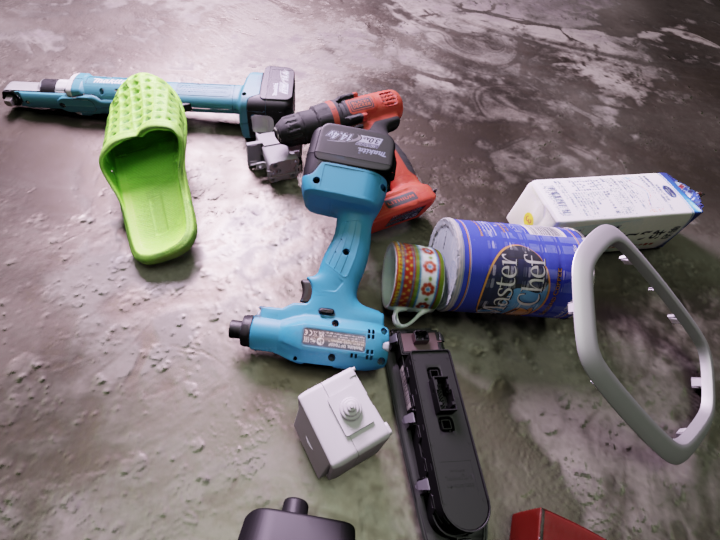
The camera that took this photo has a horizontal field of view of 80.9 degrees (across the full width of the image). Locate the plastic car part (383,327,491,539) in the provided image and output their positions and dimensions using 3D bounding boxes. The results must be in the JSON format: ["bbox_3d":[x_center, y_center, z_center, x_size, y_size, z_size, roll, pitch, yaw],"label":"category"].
[{"bbox_3d":[0.073,0.140,0.386,0.065,0.066,0.210,3,57,-15],"label":"plastic car part"}]

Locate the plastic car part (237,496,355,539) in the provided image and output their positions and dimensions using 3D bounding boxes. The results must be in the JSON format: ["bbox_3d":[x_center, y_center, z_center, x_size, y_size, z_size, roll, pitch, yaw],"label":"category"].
[{"bbox_3d":[-0.049,0.216,0.324,0.118,0.064,0.072,11,39,5],"label":"plastic car part"}]

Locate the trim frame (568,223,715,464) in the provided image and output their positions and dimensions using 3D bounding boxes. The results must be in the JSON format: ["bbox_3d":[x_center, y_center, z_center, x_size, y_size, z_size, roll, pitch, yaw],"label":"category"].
[{"bbox_3d":[0.278,0.068,0.412,0.243,0.028,0.183,42,63,-12],"label":"trim frame"}]

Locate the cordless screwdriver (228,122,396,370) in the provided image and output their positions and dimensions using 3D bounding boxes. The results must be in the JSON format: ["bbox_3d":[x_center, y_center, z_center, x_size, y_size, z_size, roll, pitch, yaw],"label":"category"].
[{"bbox_3d":[-0.044,-0.029,0.449,0.159,0.073,0.252,6,76,0],"label":"cordless screwdriver"}]

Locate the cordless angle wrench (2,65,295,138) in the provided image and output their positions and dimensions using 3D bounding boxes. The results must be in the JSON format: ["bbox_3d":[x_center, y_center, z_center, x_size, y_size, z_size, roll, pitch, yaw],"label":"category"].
[{"bbox_3d":[-0.310,-0.256,0.627,0.422,0.072,0.101,2,55,-1],"label":"cordless angle wrench"}]
